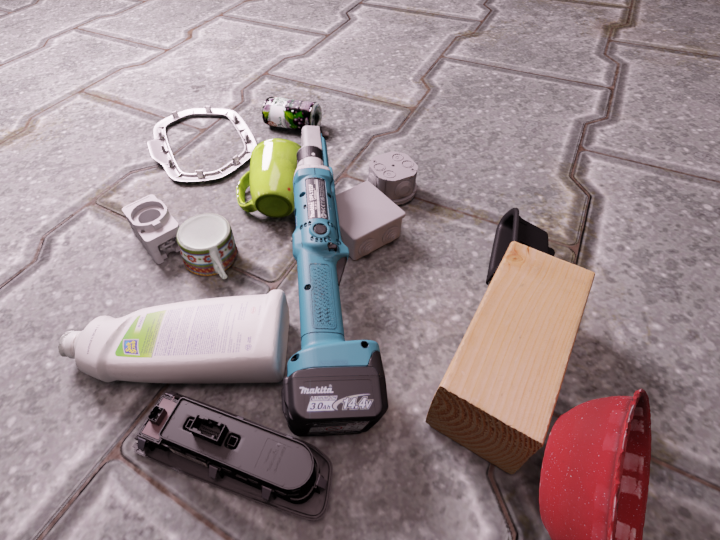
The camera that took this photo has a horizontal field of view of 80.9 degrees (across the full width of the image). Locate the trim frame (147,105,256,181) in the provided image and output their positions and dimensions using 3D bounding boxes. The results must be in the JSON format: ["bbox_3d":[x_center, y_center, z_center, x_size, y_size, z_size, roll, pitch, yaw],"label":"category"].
[{"bbox_3d":[-0.296,-0.243,0.782,0.181,0.026,0.261,-22,53,-14],"label":"trim frame"}]

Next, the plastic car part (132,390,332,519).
[{"bbox_3d":[-0.121,0.165,0.401,0.208,0.065,0.066,16,44,12],"label":"plastic car part"}]

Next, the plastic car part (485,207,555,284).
[{"bbox_3d":[0.216,-0.028,0.554,0.072,0.065,0.117,27,50,3],"label":"plastic car part"}]

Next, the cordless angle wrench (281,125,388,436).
[{"bbox_3d":[-0.050,-0.033,0.515,0.096,0.073,0.438,-1,56,-11],"label":"cordless angle wrench"}]
